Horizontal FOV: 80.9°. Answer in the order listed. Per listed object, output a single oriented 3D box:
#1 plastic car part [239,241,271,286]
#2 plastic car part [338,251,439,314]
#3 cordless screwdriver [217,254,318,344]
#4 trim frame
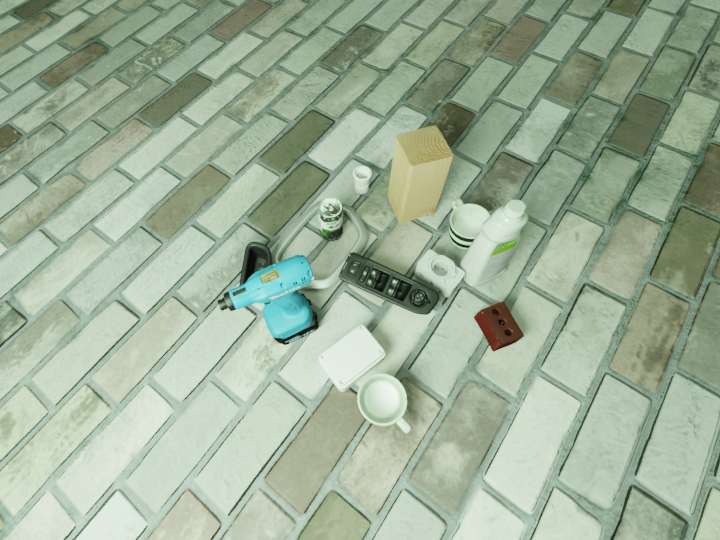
[{"bbox_3d":[-0.219,0.004,0.911,0.066,0.069,0.119,0,62,1],"label":"plastic car part"},{"bbox_3d":[0.057,0.037,0.877,0.209,0.065,0.066,23,65,14],"label":"plastic car part"},{"bbox_3d":[-0.158,0.068,0.774,0.157,0.242,0.077,-23,66,-12],"label":"cordless screwdriver"},{"bbox_3d":[-0.094,-0.062,0.962,0.190,0.027,0.248,29,67,17],"label":"trim frame"}]
